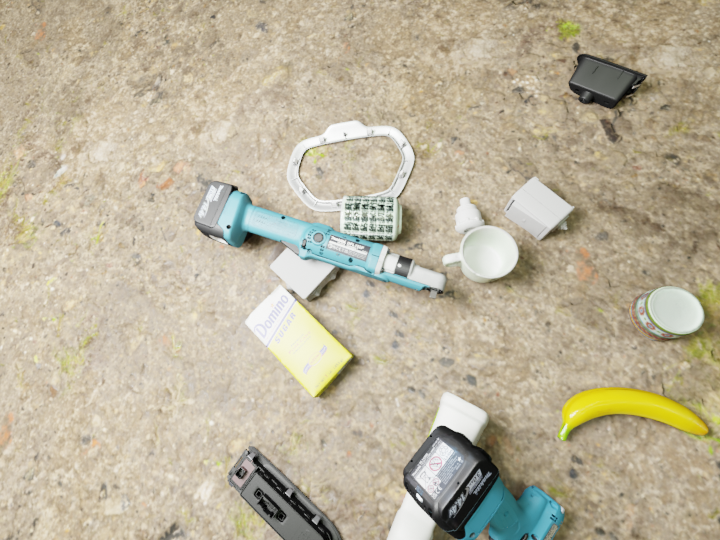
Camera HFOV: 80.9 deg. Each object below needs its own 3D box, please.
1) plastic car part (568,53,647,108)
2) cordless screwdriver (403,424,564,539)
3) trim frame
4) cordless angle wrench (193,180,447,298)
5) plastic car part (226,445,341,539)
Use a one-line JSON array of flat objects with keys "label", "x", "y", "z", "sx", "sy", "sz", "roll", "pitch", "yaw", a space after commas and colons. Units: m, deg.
[{"label": "plastic car part", "x": 0.433, "y": -0.335, "z": 0.769, "sx": 0.121, "sy": 0.063, "sz": 0.071, "roll": 32, "pitch": 94, "yaw": 20}, {"label": "cordless screwdriver", "x": 0.150, "y": 0.317, "z": 0.532, "sx": 0.159, "sy": 0.238, "sz": 0.078, "roll": -52, "pitch": 26, "yaw": -9}, {"label": "trim frame", "x": -0.022, "y": -0.205, "z": 0.818, "sx": 0.252, "sy": 0.026, "sz": 0.188, "roll": -8, "pitch": 70, "yaw": 9}, {"label": "cordless angle wrench", "x": -0.069, "y": -0.045, "z": 0.701, "sx": 0.433, "sy": 0.072, "sz": 0.098, "roll": 18, "pitch": 76, "yaw": 12}, {"label": "plastic car part", "x": -0.117, "y": 0.358, "z": 0.635, "sx": 0.209, "sy": 0.065, "sz": 0.066, "roll": 35, "pitch": 73, "yaw": 15}]
